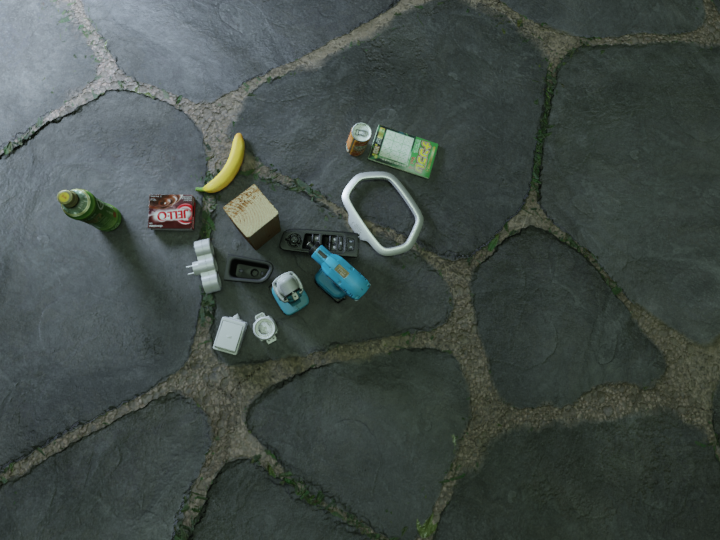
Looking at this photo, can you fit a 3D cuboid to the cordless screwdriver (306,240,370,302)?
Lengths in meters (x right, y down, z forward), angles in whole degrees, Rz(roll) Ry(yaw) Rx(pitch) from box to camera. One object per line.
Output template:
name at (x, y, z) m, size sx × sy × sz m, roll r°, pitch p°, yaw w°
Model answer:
cordless screwdriver at (-0.068, 0.005, 0.994) m, size 0.160 × 0.249 × 0.074 m, roll 42°, pitch 80°, yaw -1°

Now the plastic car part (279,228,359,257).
plastic car part at (-0.107, -0.070, 1.096) m, size 0.202 × 0.067 × 0.067 m, roll 5°, pitch 82°, yaw -4°

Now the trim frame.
trim frame at (0.058, -0.157, 1.140) m, size 0.183 × 0.027 × 0.251 m, roll -34°, pitch 85°, yaw -8°

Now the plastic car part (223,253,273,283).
plastic car part at (-0.279, 0.002, 1.071) m, size 0.116 × 0.071 × 0.066 m, roll 8°, pitch 82°, yaw -4°

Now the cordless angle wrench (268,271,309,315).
cordless angle wrench at (-0.152, 0.042, 0.895) m, size 0.074 × 0.424 × 0.098 m, roll -31°, pitch 90°, yaw -11°
